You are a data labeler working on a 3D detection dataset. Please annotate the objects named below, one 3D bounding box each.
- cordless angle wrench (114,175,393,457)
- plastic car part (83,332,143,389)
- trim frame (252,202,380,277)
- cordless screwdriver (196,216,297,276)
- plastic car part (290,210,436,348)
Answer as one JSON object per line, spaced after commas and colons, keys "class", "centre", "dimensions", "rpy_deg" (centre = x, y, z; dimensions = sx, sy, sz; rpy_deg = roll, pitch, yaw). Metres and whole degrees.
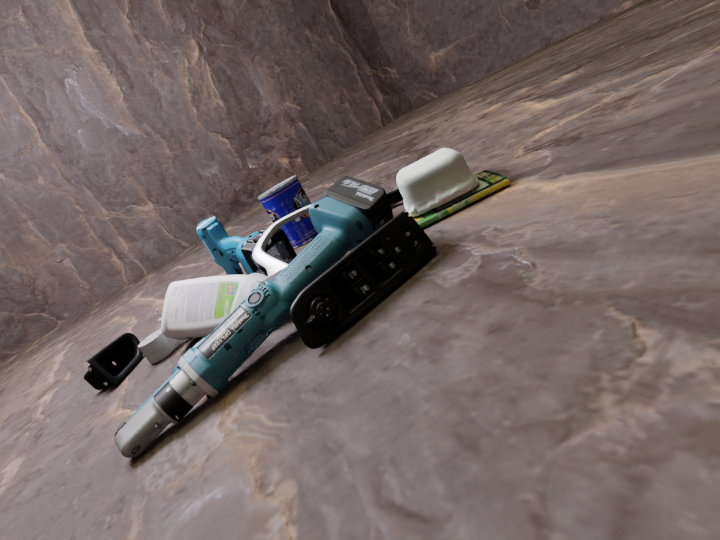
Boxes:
{"class": "cordless angle wrench", "centre": [-0.118, 0.047, 0.517], "dimensions": [0.103, 0.071, 0.420], "rpy_deg": [27, 65, 37]}
{"class": "plastic car part", "centre": [-0.454, 0.173, 0.770], "dimensions": [0.071, 0.065, 0.118], "rpy_deg": [-41, 11, 13]}
{"class": "trim frame", "centre": [-0.064, -0.042, 0.651], "dimensions": [0.263, 0.026, 0.182], "rpy_deg": [20, 56, 39]}
{"class": "cordless screwdriver", "centre": [-0.223, -0.021, 0.841], "dimensions": [0.262, 0.153, 0.073], "rpy_deg": [13, 44, 44]}
{"class": "plastic car part", "centre": [-0.005, 0.010, 0.501], "dimensions": [0.200, 0.065, 0.069], "rpy_deg": [-40, 9, -27]}
